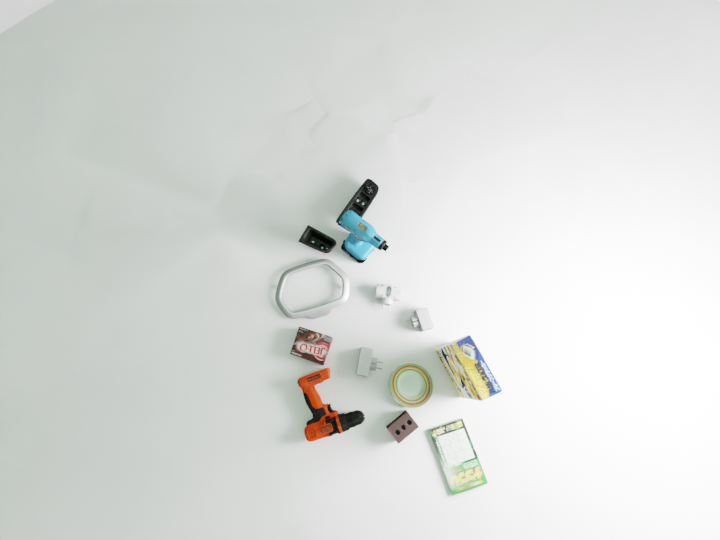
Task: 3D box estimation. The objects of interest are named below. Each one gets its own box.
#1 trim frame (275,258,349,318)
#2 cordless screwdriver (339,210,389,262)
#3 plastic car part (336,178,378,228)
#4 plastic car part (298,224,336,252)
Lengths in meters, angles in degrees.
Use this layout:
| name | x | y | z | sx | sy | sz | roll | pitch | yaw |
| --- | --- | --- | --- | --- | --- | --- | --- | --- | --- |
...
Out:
| name | x | y | z | sx | sy | sz | roll | pitch | yaw |
| --- | --- | --- | --- | --- | --- | --- | --- | --- | --- |
| trim frame | -0.158 | 0.063 | 1.379 | 0.248 | 0.027 | 0.189 | -18 | 72 | -2 |
| cordless screwdriver | 0.012 | -0.085 | 1.299 | 0.163 | 0.244 | 0.074 | 39 | 78 | 10 |
| plastic car part | -0.005 | -0.218 | 1.435 | 0.068 | 0.065 | 0.203 | 30 | 77 | 9 |
| plastic car part | -0.137 | -0.090 | 1.403 | 0.119 | 0.069 | 0.066 | 28 | 77 | 10 |
